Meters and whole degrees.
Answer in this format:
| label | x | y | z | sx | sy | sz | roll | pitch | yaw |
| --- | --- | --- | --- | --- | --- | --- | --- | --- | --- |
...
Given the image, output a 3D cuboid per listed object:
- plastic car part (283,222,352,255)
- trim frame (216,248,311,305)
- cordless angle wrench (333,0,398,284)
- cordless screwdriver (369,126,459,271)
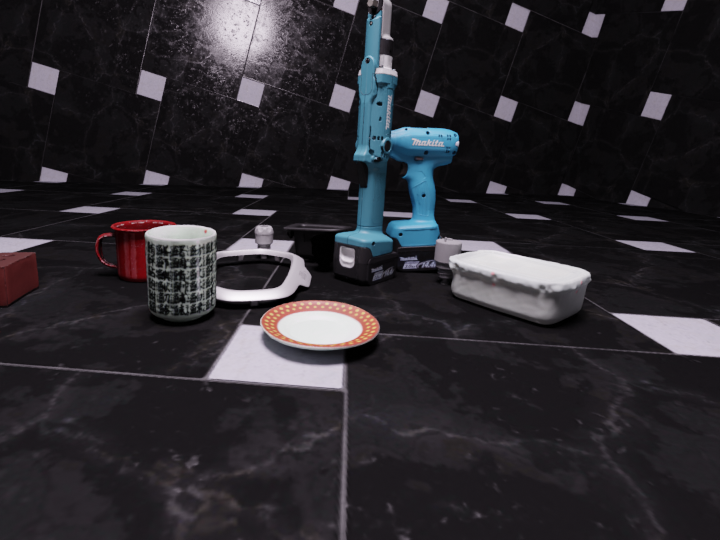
| label | x | y | z | sx | sy | sz | roll | pitch | yaw |
| --- | --- | --- | --- | --- | --- | --- | --- | --- | --- |
| plastic car part | -0.076 | -0.050 | 0.782 | 0.120 | 0.070 | 0.065 | 8 | 14 | 19 |
| trim frame | -0.169 | 0.004 | 0.653 | 0.184 | 0.027 | 0.252 | 2 | 15 | -2 |
| cordless angle wrench | 0.019 | -0.192 | 0.658 | 0.078 | 0.417 | 0.094 | 14 | 16 | 38 |
| cordless screwdriver | 0.079 | -0.126 | 0.749 | 0.159 | 0.245 | 0.075 | 3 | 13 | -2 |
